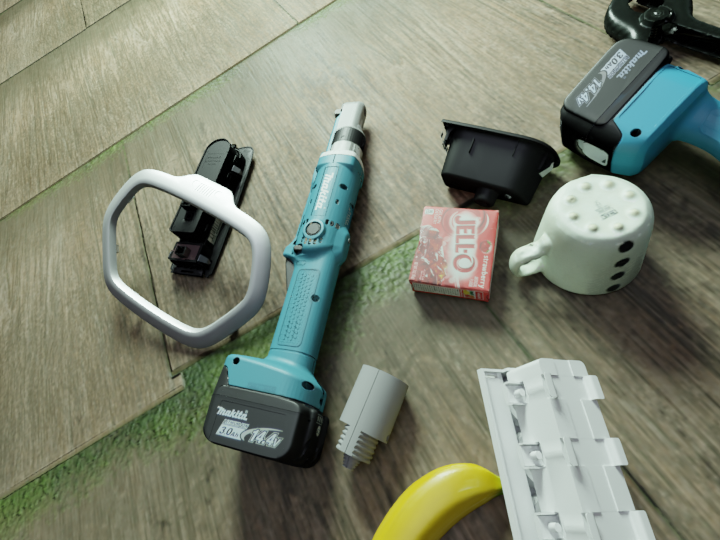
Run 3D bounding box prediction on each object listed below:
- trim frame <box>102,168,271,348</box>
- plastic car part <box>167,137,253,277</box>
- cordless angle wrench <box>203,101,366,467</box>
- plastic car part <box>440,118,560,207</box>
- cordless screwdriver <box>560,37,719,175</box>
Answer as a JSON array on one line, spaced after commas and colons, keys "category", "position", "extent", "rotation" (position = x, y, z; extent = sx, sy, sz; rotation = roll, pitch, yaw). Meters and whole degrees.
[{"category": "trim frame", "position": [-0.212, -0.020, 0.495], "extent": [0.258, 0.026, 0.184], "rotation": [26, 96, 20]}, {"category": "plastic car part", "position": [-0.201, -0.095, 0.556], "extent": [0.069, 0.063, 0.206], "rotation": [0, 60, 27]}, {"category": "cordless angle wrench", "position": [-0.045, -0.029, 0.455], "extent": [0.101, 0.071, 0.429], "rotation": [2, 61, 20]}, {"category": "plastic car part", "position": [0.132, -0.103, 0.438], "extent": [0.122, 0.063, 0.071], "rotation": [25, 88, 26]}, {"category": "cordless screwdriver", "position": [0.291, -0.084, 0.352], "extent": [0.262, 0.070, 0.159], "rotation": [39, 97, 31]}]
